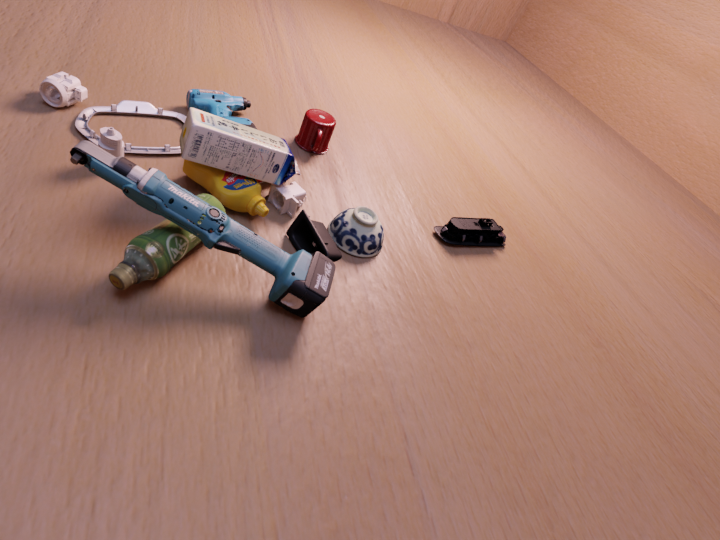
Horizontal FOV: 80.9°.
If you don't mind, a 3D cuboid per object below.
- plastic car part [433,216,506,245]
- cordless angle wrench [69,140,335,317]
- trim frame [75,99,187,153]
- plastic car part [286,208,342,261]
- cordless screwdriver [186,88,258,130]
[{"bbox_3d":[0.270,-0.094,1.005,0.196,0.067,0.069,-4,57,-25],"label":"plastic car part"},{"bbox_3d":[-0.234,-0.071,0.650,0.411,0.075,0.099,32,42,-15],"label":"cordless angle wrench"},{"bbox_3d":[-0.468,-0.308,0.905,0.239,0.027,0.193,-8,50,-29],"label":"trim frame"},{"bbox_3d":[-0.078,-0.051,0.802,0.068,0.066,0.121,-3,51,-49],"label":"plastic car part"},{"bbox_3d":[-0.299,-0.349,0.993,0.153,0.073,0.262,-10,48,-33],"label":"cordless screwdriver"}]
